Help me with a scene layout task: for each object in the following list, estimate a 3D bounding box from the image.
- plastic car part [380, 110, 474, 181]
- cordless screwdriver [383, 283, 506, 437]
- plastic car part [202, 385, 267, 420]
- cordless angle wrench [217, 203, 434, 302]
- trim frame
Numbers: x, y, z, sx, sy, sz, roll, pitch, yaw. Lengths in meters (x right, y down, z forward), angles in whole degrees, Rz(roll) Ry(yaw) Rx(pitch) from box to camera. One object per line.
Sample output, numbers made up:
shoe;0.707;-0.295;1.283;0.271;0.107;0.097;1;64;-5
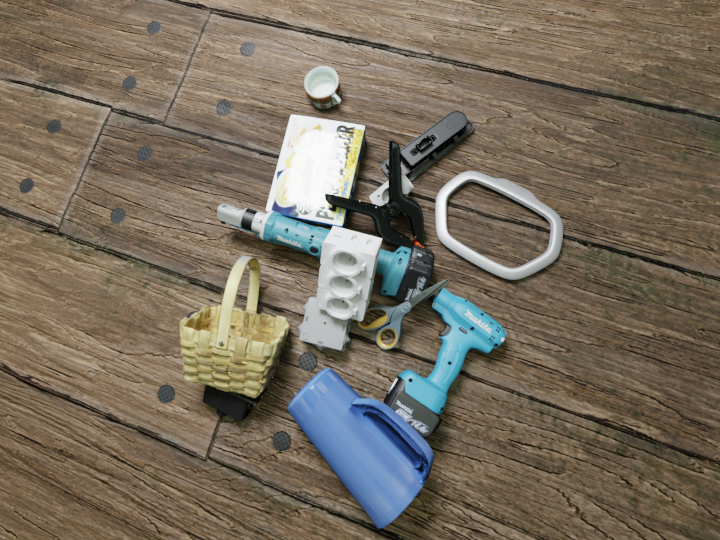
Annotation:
plastic car part;0.138;-0.256;0.851;0.202;0.065;0.068;-36;73;-4
cordless screwdriver;0.128;0.157;0.764;0.163;0.073;0.248;37;81;12
plastic car part;-0.249;0.244;0.805;0.119;0.065;0.070;16;96;12
cordless angle wrench;-0.078;-0.051;0.801;0.429;0.096;0.075;19;39;7
trim frame;0.263;-0.092;0.818;0.255;0.027;0.184;30;85;14
